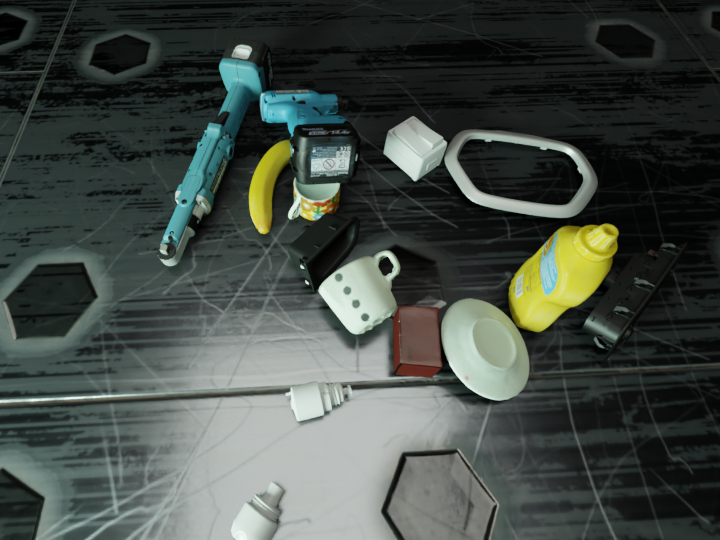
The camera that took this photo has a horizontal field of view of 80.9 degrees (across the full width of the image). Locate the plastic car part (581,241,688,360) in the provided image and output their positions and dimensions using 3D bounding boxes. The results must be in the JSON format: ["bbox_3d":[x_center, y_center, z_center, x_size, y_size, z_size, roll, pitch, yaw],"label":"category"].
[{"bbox_3d":[0.366,0.032,0.574,0.070,0.064,0.201,33,65,25],"label":"plastic car part"}]

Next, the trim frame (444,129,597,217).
[{"bbox_3d":[0.265,-0.169,0.705,0.251,0.027,0.187,8,62,6],"label":"trim frame"}]

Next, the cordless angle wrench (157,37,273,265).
[{"bbox_3d":[-0.236,-0.200,0.689,0.075,0.096,0.429,11,65,2],"label":"cordless angle wrench"}]

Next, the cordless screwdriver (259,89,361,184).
[{"bbox_3d":[-0.062,-0.231,0.678,0.155,0.072,0.261,-10,41,-17],"label":"cordless screwdriver"}]

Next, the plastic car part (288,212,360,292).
[{"bbox_3d":[-0.060,-0.039,0.615,0.074,0.063,0.116,25,59,26],"label":"plastic car part"}]
